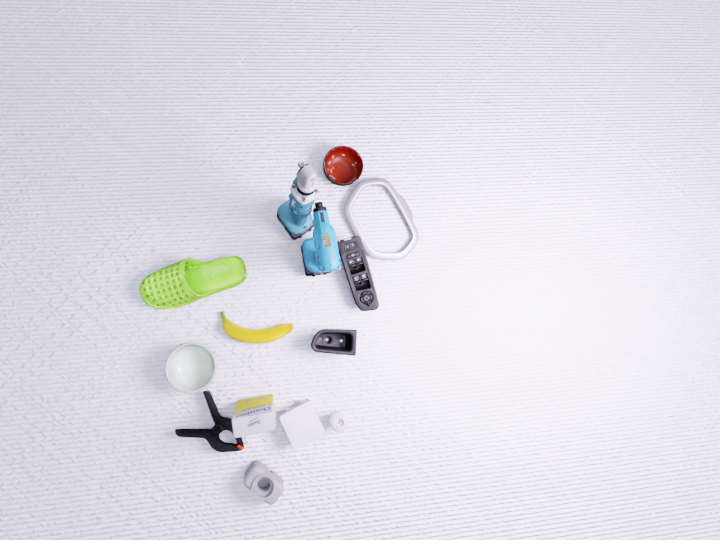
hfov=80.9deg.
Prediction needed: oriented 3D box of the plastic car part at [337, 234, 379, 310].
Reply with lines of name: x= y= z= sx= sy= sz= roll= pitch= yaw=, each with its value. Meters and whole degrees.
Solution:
plastic car part: x=-0.008 y=0.012 z=1.137 sx=0.065 sy=0.067 sz=0.205 roll=-17 pitch=84 yaw=-11

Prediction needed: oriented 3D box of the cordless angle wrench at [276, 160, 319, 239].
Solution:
cordless angle wrench: x=-0.137 y=-0.156 z=0.968 sx=0.074 sy=0.426 sz=0.098 roll=-36 pitch=92 yaw=-13

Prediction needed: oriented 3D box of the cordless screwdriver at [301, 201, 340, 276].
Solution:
cordless screwdriver: x=-0.102 y=-0.067 z=1.046 sx=0.073 sy=0.250 sz=0.160 roll=-9 pitch=85 yaw=-13

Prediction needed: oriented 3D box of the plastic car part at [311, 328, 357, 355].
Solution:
plastic car part: x=-0.073 y=0.183 z=1.100 sx=0.115 sy=0.071 sz=0.066 roll=4 pitch=82 yaw=-8

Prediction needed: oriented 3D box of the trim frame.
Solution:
trim frame: x=0.061 y=-0.144 z=1.191 sx=0.182 sy=0.027 sz=0.250 roll=-29 pitch=85 yaw=-10
